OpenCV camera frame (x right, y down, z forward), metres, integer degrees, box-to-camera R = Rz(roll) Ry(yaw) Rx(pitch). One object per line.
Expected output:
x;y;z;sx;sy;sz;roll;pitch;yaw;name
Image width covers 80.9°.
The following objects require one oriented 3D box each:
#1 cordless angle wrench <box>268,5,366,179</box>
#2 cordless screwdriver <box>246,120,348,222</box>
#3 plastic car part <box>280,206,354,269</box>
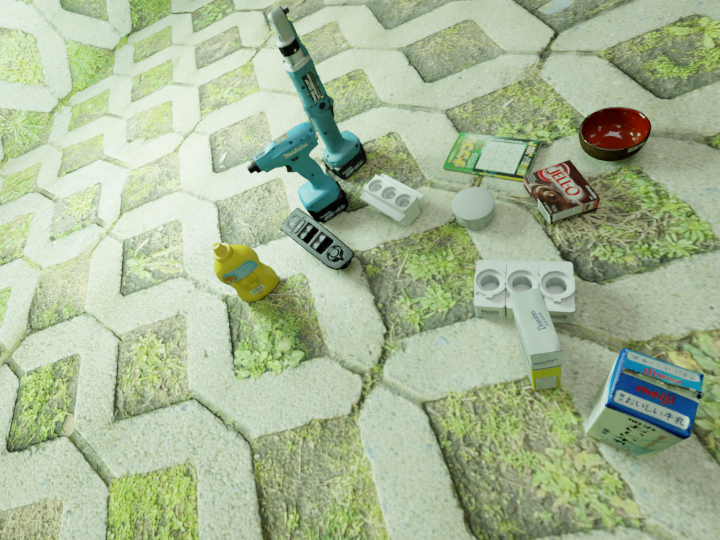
-0.095;-0.369;0.925;0.098;0.401;0.078;-40;54;-5;cordless angle wrench
-0.133;-0.200;0.941;0.160;0.236;0.078;-30;54;3;cordless screwdriver
-0.092;-0.060;0.945;0.066;0.063;0.214;-47;54;-9;plastic car part
